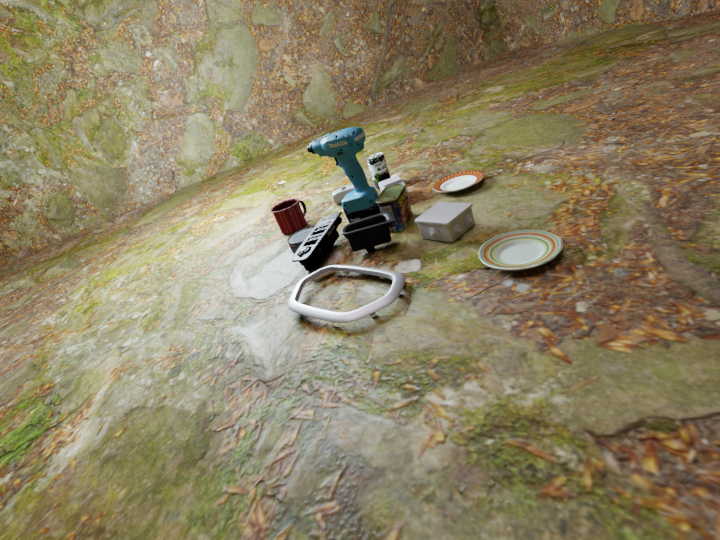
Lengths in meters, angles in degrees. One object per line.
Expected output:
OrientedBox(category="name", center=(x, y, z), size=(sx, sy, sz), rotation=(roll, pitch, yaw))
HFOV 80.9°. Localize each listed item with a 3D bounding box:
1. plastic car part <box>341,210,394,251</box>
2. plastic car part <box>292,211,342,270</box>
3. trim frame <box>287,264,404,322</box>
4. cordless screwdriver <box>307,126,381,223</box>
OrientedBox(category="plastic car part", center=(0.021, -0.078, 0.943), size=(0.117, 0.068, 0.068), rotation=(-19, 24, 4))
OrientedBox(category="plastic car part", center=(-0.099, -0.065, 1.012), size=(0.069, 0.065, 0.202), rotation=(-6, 30, 29))
OrientedBox(category="trim frame", center=(-0.032, 0.038, 0.813), size=(0.261, 0.026, 0.181), rotation=(5, 37, 42))
OrientedBox(category="cordless screwdriver", center=(-0.035, -0.233, 1.083), size=(0.166, 0.240, 0.073), rotation=(-3, 29, 35))
